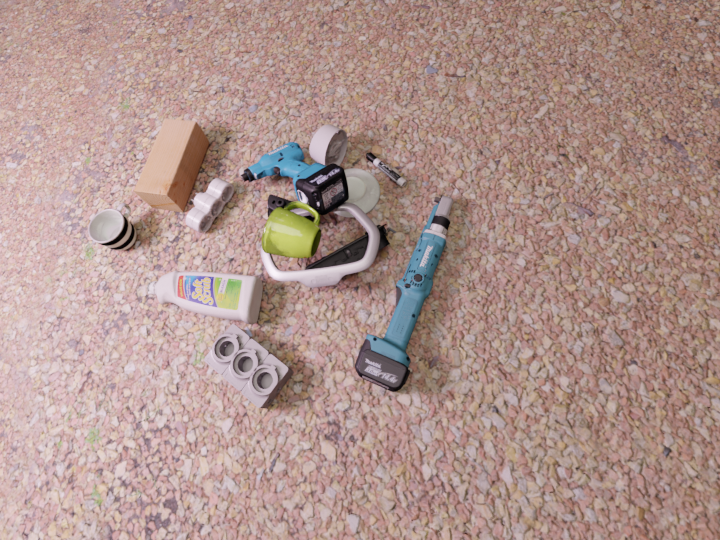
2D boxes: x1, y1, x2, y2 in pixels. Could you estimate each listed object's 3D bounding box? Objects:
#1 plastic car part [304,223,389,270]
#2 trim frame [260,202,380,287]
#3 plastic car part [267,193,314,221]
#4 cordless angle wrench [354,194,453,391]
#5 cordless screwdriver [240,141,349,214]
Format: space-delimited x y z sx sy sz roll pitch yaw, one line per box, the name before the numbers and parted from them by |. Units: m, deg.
plastic car part | -0.020 -0.035 0.895 0.202 0.066 0.068 -34 84 -5
trim frame | -0.085 -0.055 0.865 0.250 0.026 0.190 -8 62 5
plastic car part | -0.167 -0.135 0.952 0.120 0.069 0.066 24 74 12
cordless angle wrench | 0.111 0.025 0.849 0.101 0.072 0.425 19 70 13
cordless screwdriver | -0.149 -0.202 0.929 0.157 0.071 0.263 -33 46 -20
